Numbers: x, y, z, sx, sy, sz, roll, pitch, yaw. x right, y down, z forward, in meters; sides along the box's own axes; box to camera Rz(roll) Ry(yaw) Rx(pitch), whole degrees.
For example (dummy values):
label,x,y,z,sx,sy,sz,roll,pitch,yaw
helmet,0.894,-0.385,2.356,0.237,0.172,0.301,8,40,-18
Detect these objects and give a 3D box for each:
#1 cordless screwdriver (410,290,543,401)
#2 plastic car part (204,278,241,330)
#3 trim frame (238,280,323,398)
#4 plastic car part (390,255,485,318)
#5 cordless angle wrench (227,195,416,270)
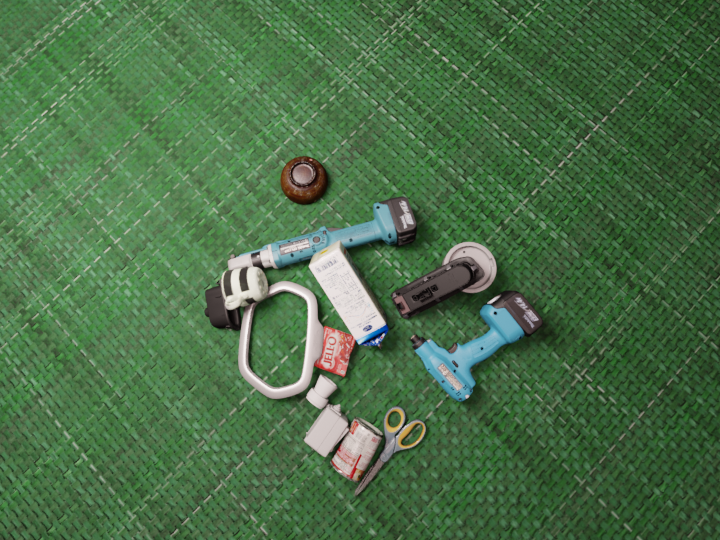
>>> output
label,x,y,z,sx,sy,sz,roll,pitch,yaw
cordless screwdriver,0.239,0.134,0.891,0.248,0.073,0.162,-42,82,-1
plastic car part,-0.311,0.080,0.935,0.072,0.064,0.117,-10,84,14
trim frame,-0.173,0.146,0.915,0.188,0.026,0.252,0,74,12
plastic car part,0.152,0.034,0.875,0.207,0.064,0.068,-30,76,23
cordless angle wrench,-0.092,-0.060,0.939,0.425,0.072,0.101,-15,67,3
